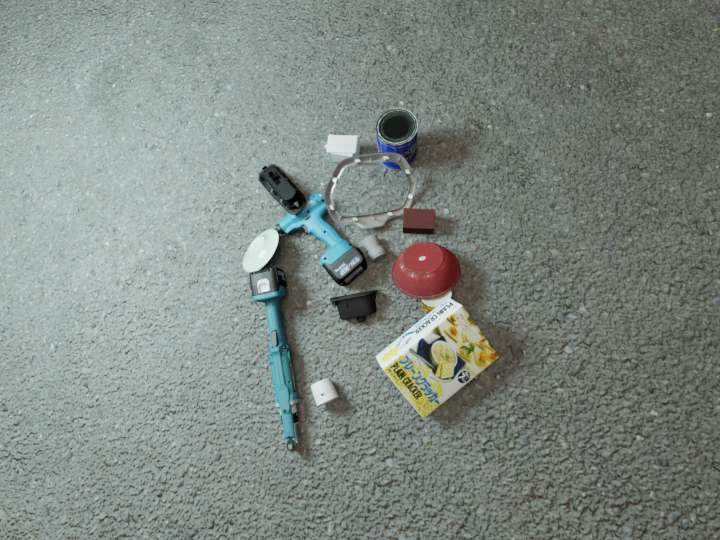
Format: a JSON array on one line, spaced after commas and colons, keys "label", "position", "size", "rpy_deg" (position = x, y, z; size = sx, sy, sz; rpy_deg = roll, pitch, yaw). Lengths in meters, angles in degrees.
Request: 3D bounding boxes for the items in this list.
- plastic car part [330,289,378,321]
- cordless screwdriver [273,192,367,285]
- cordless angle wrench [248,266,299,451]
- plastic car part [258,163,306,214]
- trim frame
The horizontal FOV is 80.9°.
[{"label": "plastic car part", "position": [-0.011, 0.090, 1.028], "size": [0.117, 0.065, 0.071], "rpy_deg": [-7, 90, 5]}, {"label": "cordless screwdriver", "position": [-0.106, -0.069, 1.081], "size": [0.159, 0.071, 0.258], "rpy_deg": [-36, 68, 0]}, {"label": "cordless angle wrench", "position": [-0.195, 0.207, 1.018], "size": [0.075, 0.095, 0.430], "rpy_deg": [-13, 77, 5]}, {"label": "plastic car part", "position": [-0.212, -0.227, 1.124], "size": [0.066, 0.064, 0.213], "rpy_deg": [-35, 57, -10]}, {"label": "trim frame", "position": [0.029, -0.195, 1.042], "size": [0.243, 0.029, 0.180], "rpy_deg": [-9, 114, -17]}]
